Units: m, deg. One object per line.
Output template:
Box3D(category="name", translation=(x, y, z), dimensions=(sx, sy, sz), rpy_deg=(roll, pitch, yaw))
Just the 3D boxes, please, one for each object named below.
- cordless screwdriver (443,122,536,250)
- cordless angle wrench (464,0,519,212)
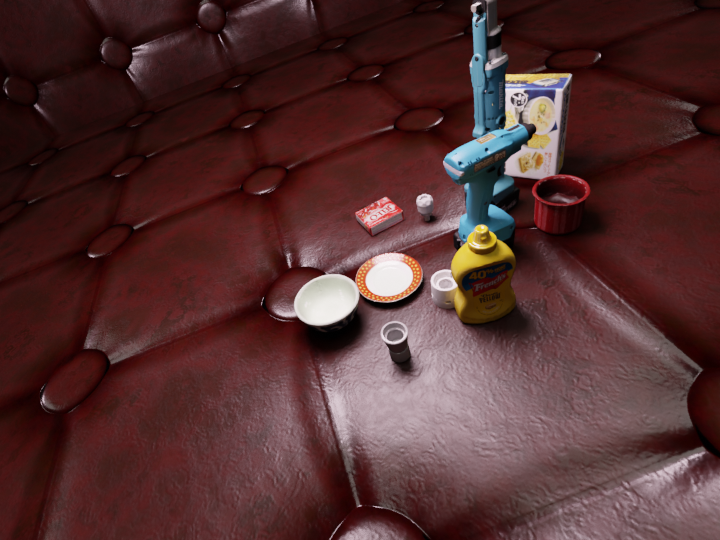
Box3D(category="cordless screwdriver", translation=(0.236, -0.131, 0.749), dimensions=(0.158, 0.237, 0.078), rpy_deg=(-26, 43, -8))
Box3D(category="cordless angle wrench", translation=(0.236, -0.278, 0.774), dimensions=(0.097, 0.404, 0.079), rpy_deg=(-34, 44, -17))
